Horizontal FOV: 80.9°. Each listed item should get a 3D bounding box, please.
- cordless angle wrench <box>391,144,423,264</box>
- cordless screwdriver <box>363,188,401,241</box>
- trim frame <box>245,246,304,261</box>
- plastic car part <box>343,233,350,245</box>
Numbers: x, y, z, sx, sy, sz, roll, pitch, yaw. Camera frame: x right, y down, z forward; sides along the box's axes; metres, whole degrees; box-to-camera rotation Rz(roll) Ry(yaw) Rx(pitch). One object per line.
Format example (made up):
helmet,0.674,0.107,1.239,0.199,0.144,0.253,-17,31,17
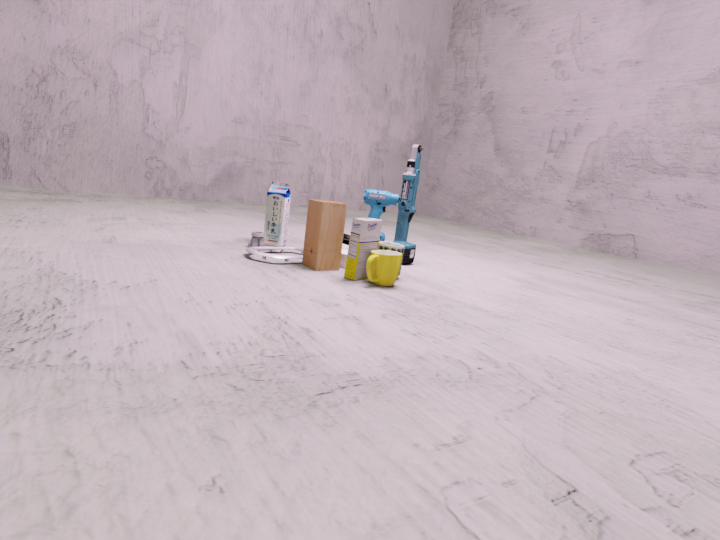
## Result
cordless angle wrench,0.167,-0.234,1.510,0.103,0.419,0.071,15,12,35
cordless screwdriver,0.079,-0.191,1.670,0.162,0.246,0.074,9,10,9
trim frame,-0.257,-0.056,1.387,0.237,0.027,0.195,-5,17,-44
plastic car part,-0.105,-0.130,1.716,0.214,0.066,0.063,16,14,36
